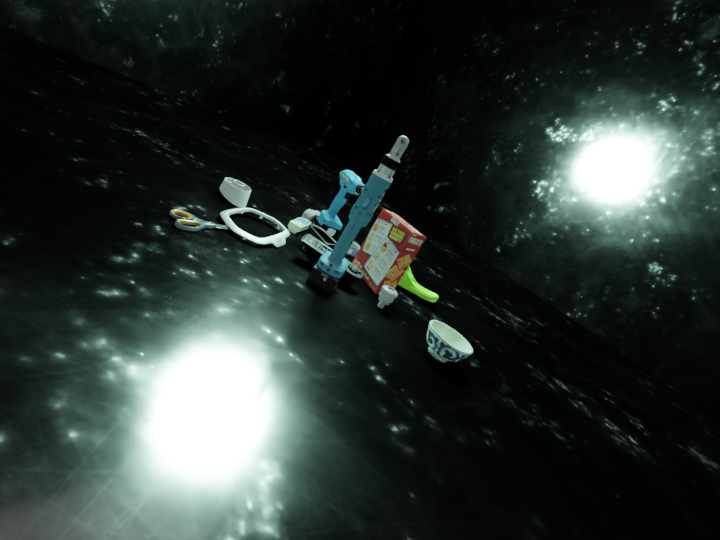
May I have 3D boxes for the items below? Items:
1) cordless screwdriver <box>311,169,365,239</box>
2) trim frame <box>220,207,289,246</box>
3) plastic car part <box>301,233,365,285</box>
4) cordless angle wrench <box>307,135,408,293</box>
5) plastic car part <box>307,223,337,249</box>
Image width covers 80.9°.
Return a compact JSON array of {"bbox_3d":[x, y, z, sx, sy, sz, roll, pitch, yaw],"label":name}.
[{"bbox_3d":[-0.070,-0.208,1.423,0.071,0.248,0.167,20,20,-32],"label":"cordless screwdriver"},{"bbox_3d":[-0.297,-0.126,1.212,0.188,0.027,0.244,31,17,8],"label":"trim frame"},{"bbox_3d":[-0.083,-0.021,1.181,0.205,0.067,0.066,30,17,4],"label":"plastic car part"},{"bbox_3d":[0.002,-0.140,1.048,0.075,0.422,0.097,32,17,3],"label":"cordless angle wrench"},{"bbox_3d":[-0.125,-0.082,1.280,0.062,0.071,0.123,10,25,-48],"label":"plastic car part"}]
